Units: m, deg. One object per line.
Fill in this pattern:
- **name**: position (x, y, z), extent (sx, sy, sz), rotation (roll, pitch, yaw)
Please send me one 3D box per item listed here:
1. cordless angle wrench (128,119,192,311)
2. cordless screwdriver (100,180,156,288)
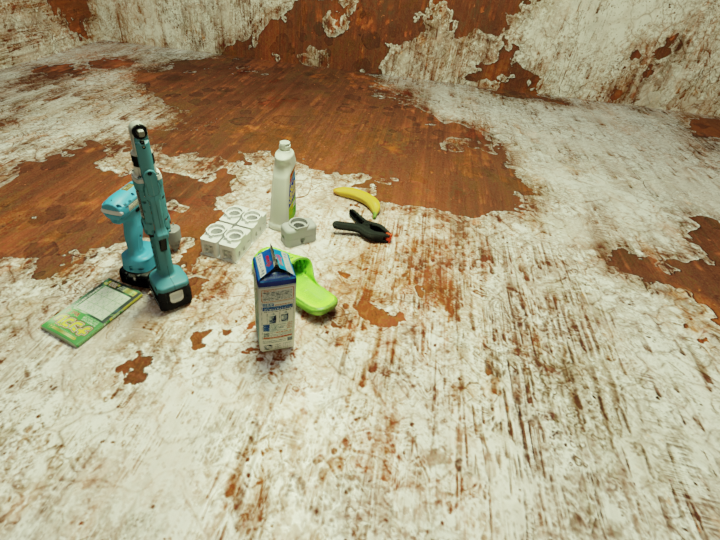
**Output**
- **cordless angle wrench**: position (-0.416, -0.098, 0.861), extent (0.072, 0.412, 0.103), rotation (-21, 46, -32)
- **cordless screwdriver**: position (-0.506, -0.091, 0.980), extent (0.075, 0.242, 0.161), rotation (11, 38, 4)
